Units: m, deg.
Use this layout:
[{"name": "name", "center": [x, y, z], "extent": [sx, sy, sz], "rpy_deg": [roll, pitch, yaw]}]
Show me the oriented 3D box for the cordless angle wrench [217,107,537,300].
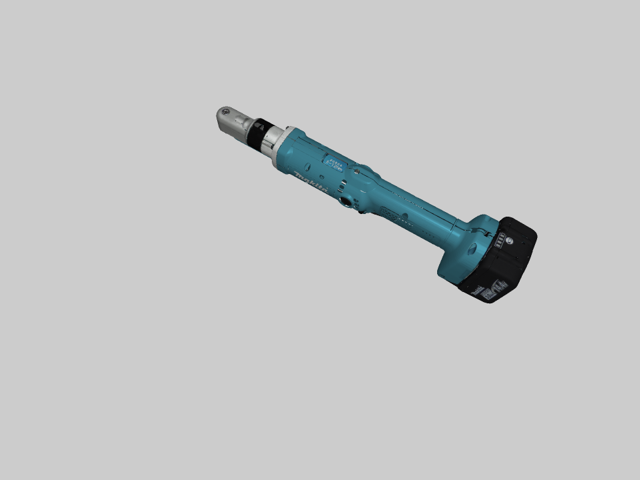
[{"name": "cordless angle wrench", "center": [0.046, -0.065, 0.530], "extent": [0.423, 0.074, 0.098], "rpy_deg": [30, -22, 10]}]
